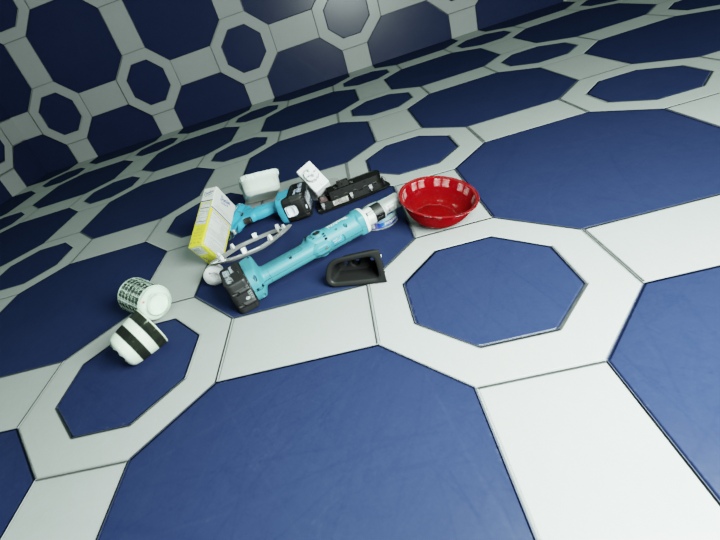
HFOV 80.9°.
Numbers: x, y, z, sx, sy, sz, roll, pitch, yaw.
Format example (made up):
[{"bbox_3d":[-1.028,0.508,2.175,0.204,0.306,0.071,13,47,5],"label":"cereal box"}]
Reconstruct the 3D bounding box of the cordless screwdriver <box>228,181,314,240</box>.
[{"bbox_3d":[-0.254,-0.150,1.137,0.255,0.071,0.162,-13,33,17],"label":"cordless screwdriver"}]

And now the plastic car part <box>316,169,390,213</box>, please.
[{"bbox_3d":[-0.025,-0.217,1.124,0.203,0.065,0.068,-17,25,-1],"label":"plastic car part"}]

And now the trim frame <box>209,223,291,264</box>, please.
[{"bbox_3d":[-0.252,-0.067,0.996,0.188,0.027,0.247,-17,14,17],"label":"trim frame"}]

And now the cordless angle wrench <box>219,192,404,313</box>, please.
[{"bbox_3d":[-0.087,-0.057,0.889,0.419,0.071,0.103,-30,33,-10],"label":"cordless angle wrench"}]

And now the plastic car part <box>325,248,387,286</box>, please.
[{"bbox_3d":[-0.007,-0.011,0.822,0.120,0.064,0.070,-8,18,22],"label":"plastic car part"}]
